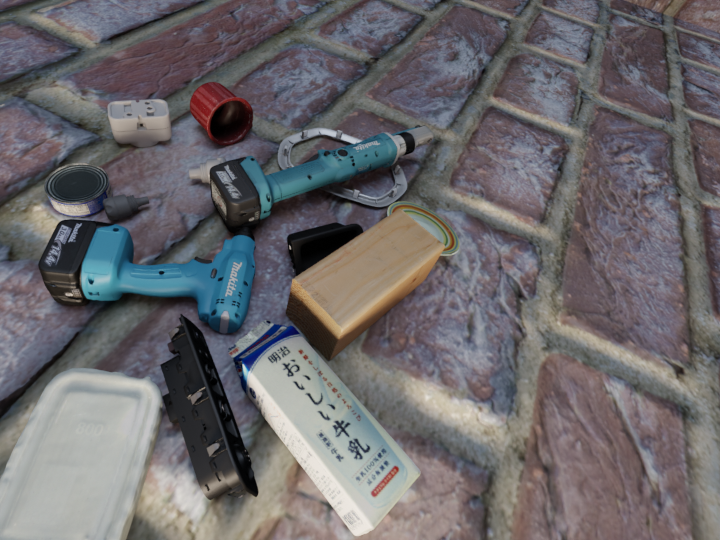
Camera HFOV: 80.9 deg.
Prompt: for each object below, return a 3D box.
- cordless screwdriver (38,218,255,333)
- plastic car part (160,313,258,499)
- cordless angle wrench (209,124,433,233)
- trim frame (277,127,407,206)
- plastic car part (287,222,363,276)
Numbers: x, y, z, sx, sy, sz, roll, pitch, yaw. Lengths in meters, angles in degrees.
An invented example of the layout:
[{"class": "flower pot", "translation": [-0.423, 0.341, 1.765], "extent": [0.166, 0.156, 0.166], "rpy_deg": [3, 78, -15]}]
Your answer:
[{"class": "cordless screwdriver", "translation": [-0.264, -0.013, 0.559], "extent": [0.245, 0.073, 0.164], "rpy_deg": [10, 50, -9]}, {"class": "plastic car part", "translation": [-0.170, 0.149, 0.454], "extent": [0.066, 0.064, 0.212], "rpy_deg": [-27, 62, -19]}, {"class": "cordless angle wrench", "translation": [-0.038, -0.178, 0.709], "extent": [0.413, 0.073, 0.102], "rpy_deg": [-24, 65, -25]}, {"class": "trim frame", "translation": [-0.032, -0.196, 0.779], "extent": [0.251, 0.027, 0.185], "rpy_deg": [23, 52, 5]}, {"class": "plastic car part", "translation": [-0.061, -0.040, 0.628], "extent": [0.113, 0.064, 0.075], "rpy_deg": [-22, 32, -28]}]
